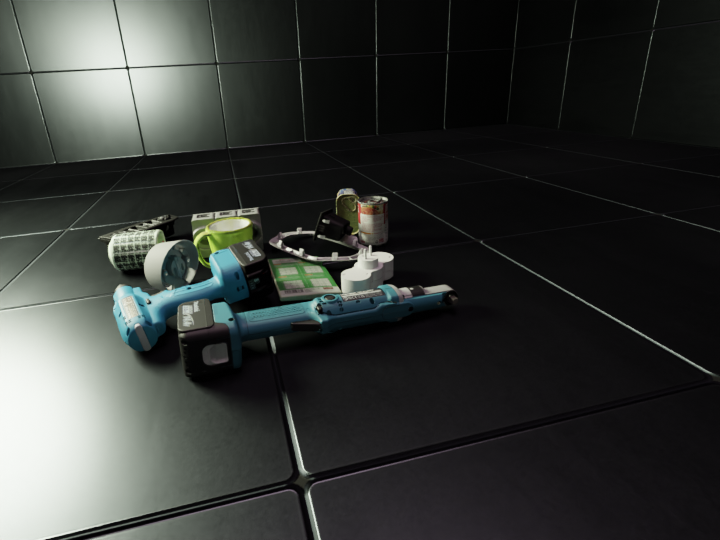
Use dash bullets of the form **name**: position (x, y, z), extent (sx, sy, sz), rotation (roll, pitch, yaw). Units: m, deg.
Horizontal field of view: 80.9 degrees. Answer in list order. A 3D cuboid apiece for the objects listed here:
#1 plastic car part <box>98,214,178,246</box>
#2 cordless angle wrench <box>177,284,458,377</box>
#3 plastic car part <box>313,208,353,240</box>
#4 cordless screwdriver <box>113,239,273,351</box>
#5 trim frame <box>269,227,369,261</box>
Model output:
- **plastic car part**: position (-0.521, -0.088, 1.026), extent (0.069, 0.065, 0.201), rotation (0, 27, 25)
- **cordless angle wrench**: position (-0.046, 0.065, 0.628), extent (0.413, 0.073, 0.102), rotation (-8, 24, -17)
- **plastic car part**: position (-0.054, -0.098, 0.951), extent (0.072, 0.065, 0.115), rotation (22, 19, 9)
- **cordless screwdriver**: position (-0.281, 0.025, 0.705), extent (0.243, 0.072, 0.169), rotation (-27, 38, -25)
- **trim frame**: position (-0.092, -0.060, 0.943), extent (0.177, 0.027, 0.263), rotation (-14, 23, -40)
